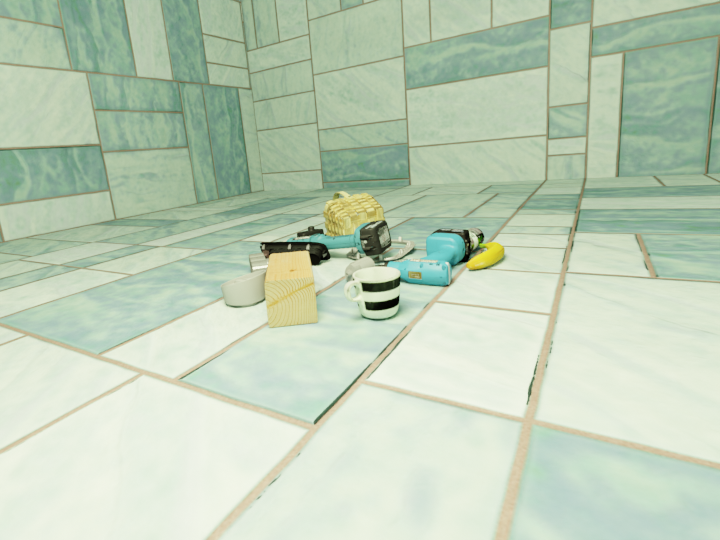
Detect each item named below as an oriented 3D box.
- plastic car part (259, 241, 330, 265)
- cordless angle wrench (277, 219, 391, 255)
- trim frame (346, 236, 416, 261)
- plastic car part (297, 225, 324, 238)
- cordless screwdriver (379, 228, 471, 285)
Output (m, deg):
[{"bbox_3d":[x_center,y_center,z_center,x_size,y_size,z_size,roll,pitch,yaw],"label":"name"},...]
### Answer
[{"bbox_3d":[-0.186,-0.044,1.169,0.208,0.064,0.067,-2,26,14],"label":"plastic car part"},{"bbox_3d":[-0.119,-0.078,1.222,0.442,0.073,0.096,-3,20,35],"label":"cordless angle wrench"},{"bbox_3d":[0.064,-0.064,1.219,0.191,0.027,0.243,2,16,22],"label":"trim frame"},{"bbox_3d":[-0.161,-0.106,1.357,0.113,0.069,0.069,-22,23,-39],"label":"plastic car part"},{"bbox_3d":[0.162,-0.033,1.005,0.166,0.073,0.243,4,22,30],"label":"cordless screwdriver"}]
